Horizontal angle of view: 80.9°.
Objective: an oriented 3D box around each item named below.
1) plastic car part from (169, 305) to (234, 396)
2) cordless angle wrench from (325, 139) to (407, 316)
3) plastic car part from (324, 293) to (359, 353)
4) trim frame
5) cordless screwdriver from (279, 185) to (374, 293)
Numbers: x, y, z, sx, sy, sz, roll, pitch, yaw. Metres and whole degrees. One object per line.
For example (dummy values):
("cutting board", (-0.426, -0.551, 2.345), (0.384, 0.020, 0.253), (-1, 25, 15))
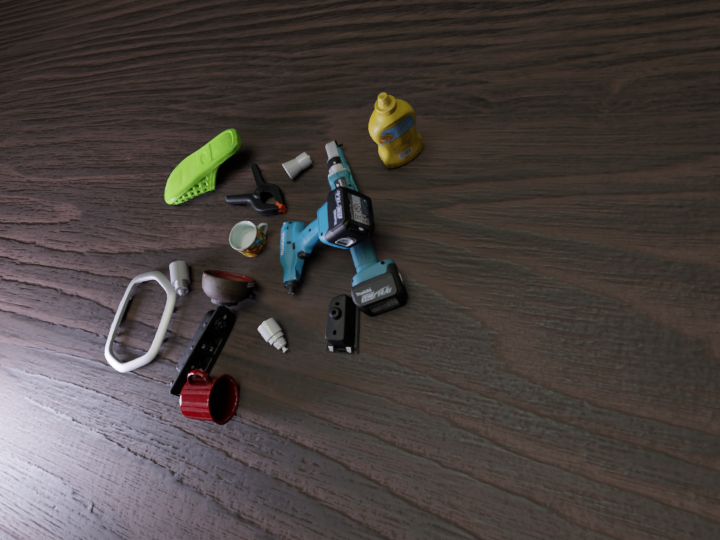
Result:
("plastic car part", (-0.339, 0.168, 0.909), (0.071, 0.063, 0.203), (18, 77, 52))
("cordless angle wrench", (-0.015, -0.116, 0.889), (0.099, 0.071, 0.439), (-23, 60, 10))
("plastic car part", (-0.040, 0.096, 0.809), (0.068, 0.068, 0.118), (-2, 72, 19))
("trim frame", (-0.532, 0.119, 1.022), (0.191, 0.026, 0.251), (4, 72, 22))
("cordless screwdriver", (-0.082, -0.053, 0.835), (0.256, 0.070, 0.163), (-23, 59, 46))
